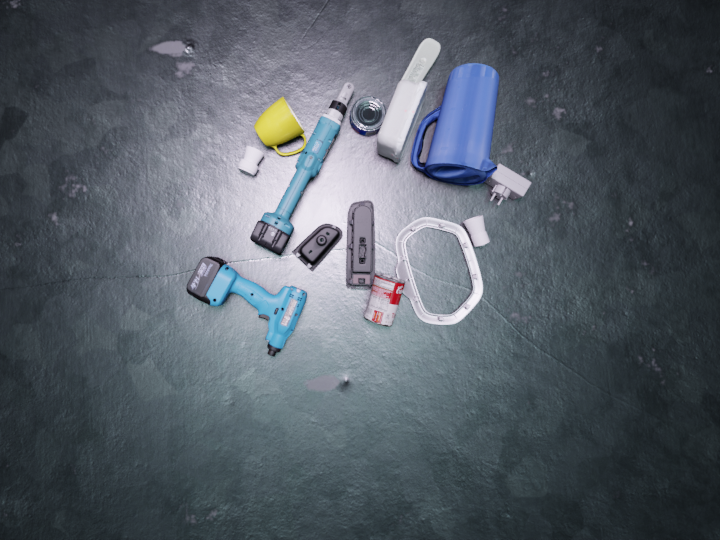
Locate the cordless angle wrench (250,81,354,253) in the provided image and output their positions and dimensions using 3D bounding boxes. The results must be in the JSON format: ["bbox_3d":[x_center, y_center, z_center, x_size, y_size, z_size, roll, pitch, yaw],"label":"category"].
[{"bbox_3d":[-0.114,-0.238,0.942,0.074,0.098,0.423,27,83,-5],"label":"cordless angle wrench"}]

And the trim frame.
[{"bbox_3d":[0.174,0.000,0.954,0.184,0.027,0.249,-16,88,0],"label":"trim frame"}]

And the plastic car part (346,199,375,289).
[{"bbox_3d":[0.001,-0.060,0.943,0.067,0.066,0.204,0,84,5],"label":"plastic car part"}]

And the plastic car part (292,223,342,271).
[{"bbox_3d":[-0.092,-0.060,0.937,0.066,0.071,0.116,44,90,-2],"label":"plastic car part"}]

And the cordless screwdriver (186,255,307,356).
[{"bbox_3d":[-0.257,0.075,0.929,0.248,0.075,0.159,23,87,-3],"label":"cordless screwdriver"}]
